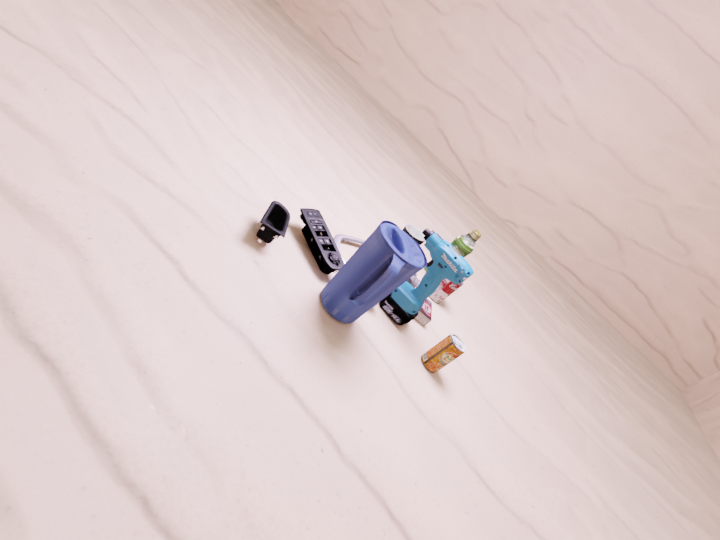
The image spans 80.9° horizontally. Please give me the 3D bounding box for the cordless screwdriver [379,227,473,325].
[{"bbox_3d":[0.150,0.019,1.103,0.164,0.251,0.072,53,29,14],"label":"cordless screwdriver"}]

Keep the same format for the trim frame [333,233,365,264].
[{"bbox_3d":[0.012,-0.028,1.233,0.235,0.028,0.193,14,39,-42],"label":"trim frame"}]

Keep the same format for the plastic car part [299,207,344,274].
[{"bbox_3d":[-0.107,-0.070,1.099,0.063,0.067,0.212,7,44,-49],"label":"plastic car part"}]

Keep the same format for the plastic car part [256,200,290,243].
[{"bbox_3d":[-0.214,-0.108,1.013,0.064,0.071,0.119,34,29,-18],"label":"plastic car part"}]
